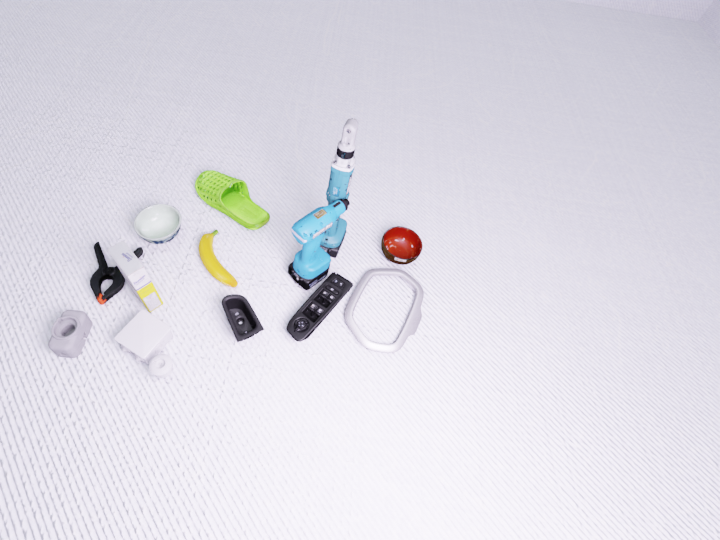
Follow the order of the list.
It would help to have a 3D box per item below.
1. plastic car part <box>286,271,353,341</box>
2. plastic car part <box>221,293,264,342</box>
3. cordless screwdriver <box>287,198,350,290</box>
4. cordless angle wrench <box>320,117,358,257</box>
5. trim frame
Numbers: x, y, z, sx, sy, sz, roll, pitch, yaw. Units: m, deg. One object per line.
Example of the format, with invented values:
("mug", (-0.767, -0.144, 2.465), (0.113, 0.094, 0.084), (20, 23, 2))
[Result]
("plastic car part", (-0.104, 0.095, 1.034), (0.068, 0.066, 0.201), (34, 58, 14))
("plastic car part", (-0.281, 0.117, 0.997), (0.064, 0.069, 0.122), (-23, 62, -23))
("cordless screwdriver", (-0.102, -0.066, 1.039), (0.077, 0.244, 0.156), (43, 59, 17))
("cordless angle wrench", (-0.055, -0.186, 1.023), (0.075, 0.415, 0.099), (21, 55, 2))
("trim frame", (0.065, 0.094, 1.077), (0.188, 0.027, 0.249), (23, 56, 10))
